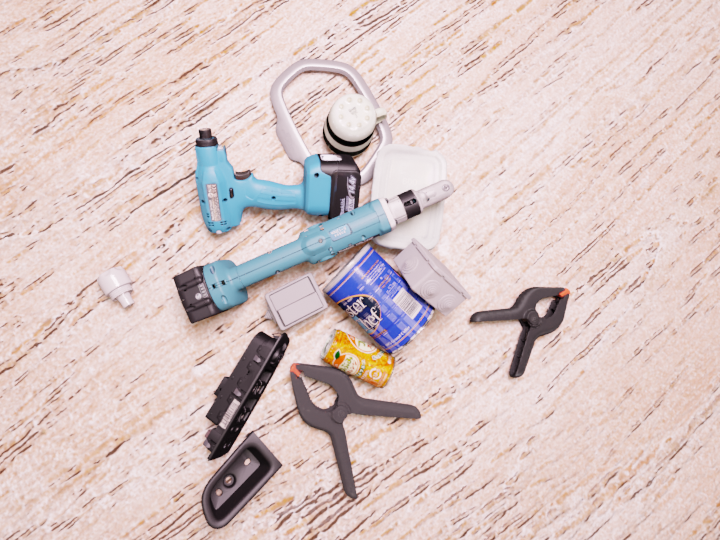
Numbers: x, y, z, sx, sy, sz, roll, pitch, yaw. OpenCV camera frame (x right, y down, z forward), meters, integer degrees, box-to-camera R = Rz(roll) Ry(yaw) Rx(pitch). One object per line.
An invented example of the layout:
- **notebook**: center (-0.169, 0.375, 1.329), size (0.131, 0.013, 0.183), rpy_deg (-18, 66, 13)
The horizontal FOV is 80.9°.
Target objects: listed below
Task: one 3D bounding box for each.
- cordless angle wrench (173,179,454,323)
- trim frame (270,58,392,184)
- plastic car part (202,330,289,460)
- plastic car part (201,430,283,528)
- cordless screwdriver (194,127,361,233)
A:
- **cordless angle wrench**: center (-0.061, -0.040, 0.623), size (0.424, 0.097, 0.075), rpy_deg (-23, 89, 2)
- **trim frame**: center (-0.053, -0.257, 0.731), size (0.182, 0.027, 0.250), rpy_deg (-27, 86, -9)
- **plastic car part**: center (-0.175, 0.176, 0.639), size (0.070, 0.063, 0.203), rpy_deg (30, 80, 24)
- **plastic car part**: center (-0.180, 0.300, 0.609), size (0.066, 0.071, 0.115), rpy_deg (46, 64, 1)
- **cordless screwdriver**: center (-0.127, -0.144, 0.650), size (0.247, 0.077, 0.155), rpy_deg (-4, 119, -5)
